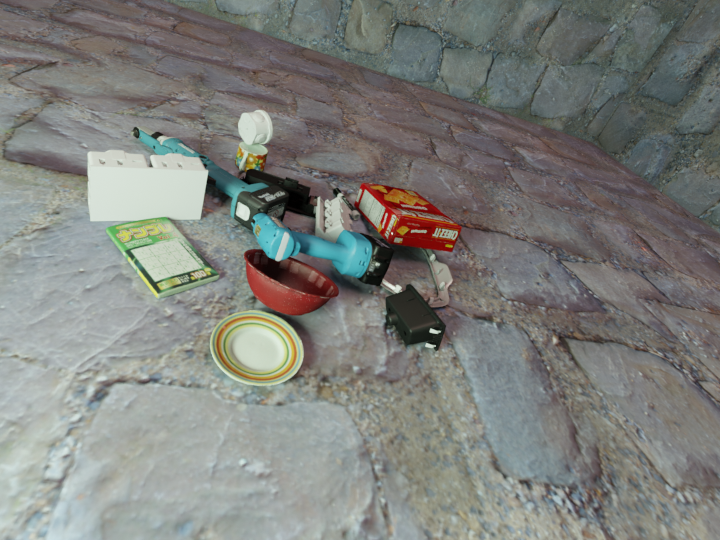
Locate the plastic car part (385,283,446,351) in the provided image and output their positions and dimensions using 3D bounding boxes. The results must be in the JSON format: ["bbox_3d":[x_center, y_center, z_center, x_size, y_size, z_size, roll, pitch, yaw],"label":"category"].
[{"bbox_3d":[0.081,0.082,0.723,0.069,0.064,0.123,-14,43,-23],"label":"plastic car part"}]

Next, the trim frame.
[{"bbox_3d":[0.101,-0.013,0.886,0.181,0.027,0.256,14,33,-12],"label":"trim frame"}]

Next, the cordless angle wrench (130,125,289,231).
[{"bbox_3d":[-0.342,-0.218,0.907,0.439,0.073,0.095,32,35,20],"label":"cordless angle wrench"}]

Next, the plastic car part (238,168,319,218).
[{"bbox_3d":[-0.179,-0.177,0.942,0.201,0.066,0.068,15,42,-5],"label":"plastic car part"}]

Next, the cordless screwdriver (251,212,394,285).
[{"bbox_3d":[-0.075,-0.049,0.769,0.238,0.074,0.167,12,16,-29],"label":"cordless screwdriver"}]
